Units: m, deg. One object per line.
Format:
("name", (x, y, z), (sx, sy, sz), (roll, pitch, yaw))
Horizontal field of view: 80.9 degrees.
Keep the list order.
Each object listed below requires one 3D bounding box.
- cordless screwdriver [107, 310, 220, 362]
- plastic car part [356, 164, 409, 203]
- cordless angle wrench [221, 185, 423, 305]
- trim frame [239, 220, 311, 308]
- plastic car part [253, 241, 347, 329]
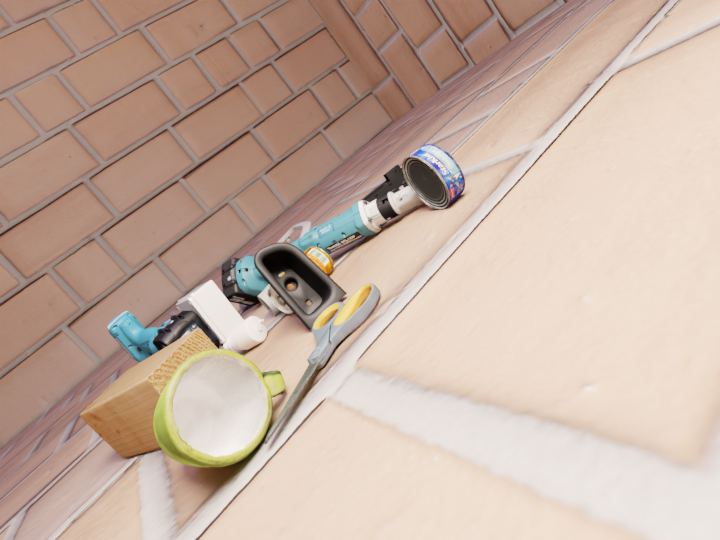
("cordless screwdriver", (-0.360, 0.148, 0.787), (0.260, 0.153, 0.074), (-5, 33, 39))
("plastic car part", (0.061, -0.143, 0.760), (0.202, 0.065, 0.069), (-43, 20, -5))
("cordless angle wrench", (-0.072, -0.047, 0.733), (0.433, 0.077, 0.092), (-25, -27, 28))
("trim frame", (-0.188, -0.014, 0.926), (0.250, 0.026, 0.190), (-43, 23, 14))
("plastic car part", (-0.085, 0.018, 0.555), (0.065, 0.119, 0.070), (-42, -12, -19))
